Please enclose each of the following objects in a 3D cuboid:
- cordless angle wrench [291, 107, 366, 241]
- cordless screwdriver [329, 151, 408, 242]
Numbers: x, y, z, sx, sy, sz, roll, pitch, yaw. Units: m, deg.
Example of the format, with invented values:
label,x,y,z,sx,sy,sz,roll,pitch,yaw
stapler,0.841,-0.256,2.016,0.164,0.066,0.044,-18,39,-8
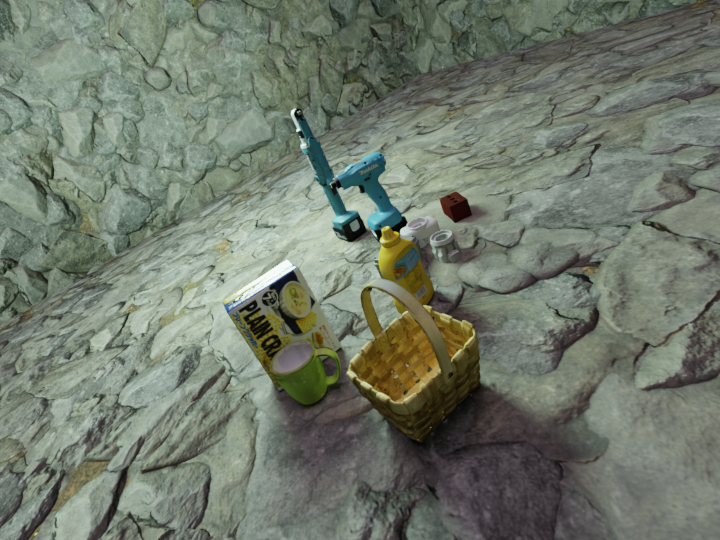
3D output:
label,x,y,z,sx,sy,sz,roll,pitch,yaw
cordless angle wrench,-0.106,-0.283,1.266,0.073,0.407,0.103,-34,26,-19
cordless screwdriver,0.028,-0.182,1.159,0.158,0.240,0.077,-29,24,-7
